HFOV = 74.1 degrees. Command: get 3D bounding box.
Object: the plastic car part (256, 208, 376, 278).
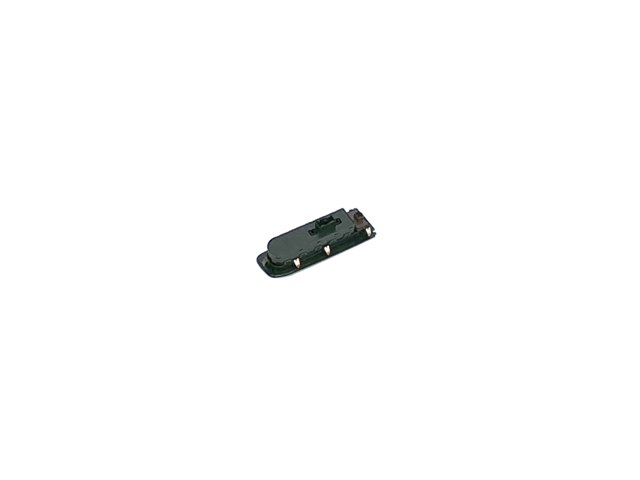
[{"bbox_3d":[-0.006,-0.001,0.691,0.202,0.066,0.067,-26,-26,-14],"label":"plastic car part"}]
